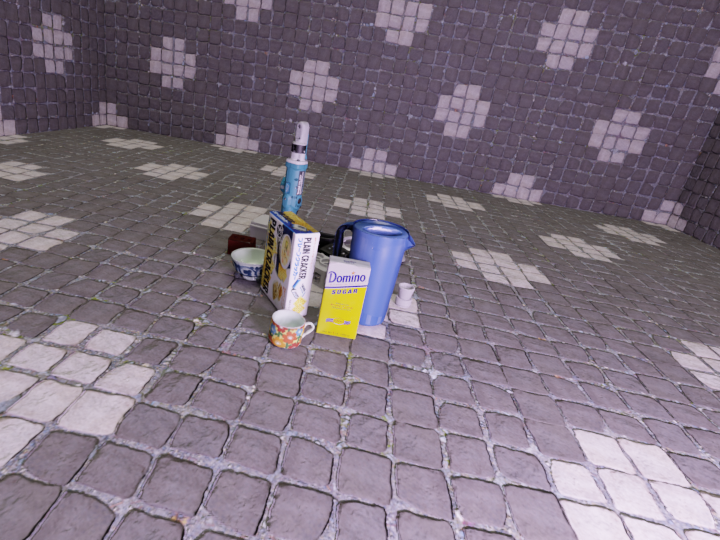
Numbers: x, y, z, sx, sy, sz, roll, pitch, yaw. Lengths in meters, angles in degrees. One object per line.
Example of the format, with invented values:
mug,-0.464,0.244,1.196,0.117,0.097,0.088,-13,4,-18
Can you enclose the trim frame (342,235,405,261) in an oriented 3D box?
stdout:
trim frame,0.034,-0.071,1.467,0.256,0.027,0.181,16,23,16

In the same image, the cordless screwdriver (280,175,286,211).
cordless screwdriver,-0.236,-0.184,1.348,0.074,0.245,0.163,9,21,-7

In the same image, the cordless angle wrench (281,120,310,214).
cordless angle wrench,-0.190,-0.199,1.178,0.078,0.416,0.095,22,23,26

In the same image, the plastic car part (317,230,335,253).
plastic car part,-0.136,-0.089,1.388,0.120,0.070,0.065,15,22,13

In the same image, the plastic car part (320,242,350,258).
plastic car part,-0.030,-0.016,1.261,0.214,0.066,0.064,24,25,31
